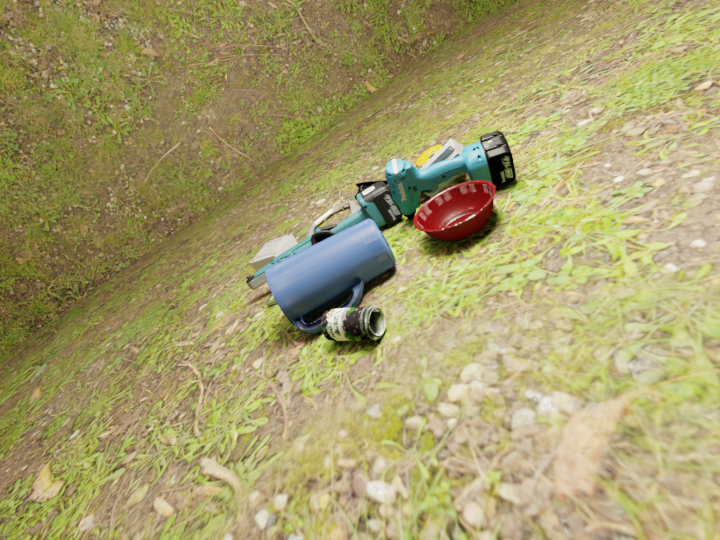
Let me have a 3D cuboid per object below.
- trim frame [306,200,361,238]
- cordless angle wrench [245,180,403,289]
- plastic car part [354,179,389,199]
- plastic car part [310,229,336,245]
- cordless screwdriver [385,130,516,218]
[{"bbox_3d":[-0.074,-0.131,1.198,0.186,0.026,0.254,-29,24,13],"label":"trim frame"},{"bbox_3d":[-0.102,-0.066,1.038,0.426,0.094,0.076,-31,23,10],"label":"cordless angle wrench"},{"bbox_3d":[0.044,-0.207,1.160,0.067,0.063,0.213,-63,30,-1],"label":"plastic car part"},{"bbox_3d":[-0.058,-0.040,0.940,0.066,0.117,0.070,-31,-1,8],"label":"plastic car part"},{"bbox_3d":[0.188,-0.190,0.894,0.254,0.151,0.076,-12,50,16],"label":"cordless screwdriver"}]
